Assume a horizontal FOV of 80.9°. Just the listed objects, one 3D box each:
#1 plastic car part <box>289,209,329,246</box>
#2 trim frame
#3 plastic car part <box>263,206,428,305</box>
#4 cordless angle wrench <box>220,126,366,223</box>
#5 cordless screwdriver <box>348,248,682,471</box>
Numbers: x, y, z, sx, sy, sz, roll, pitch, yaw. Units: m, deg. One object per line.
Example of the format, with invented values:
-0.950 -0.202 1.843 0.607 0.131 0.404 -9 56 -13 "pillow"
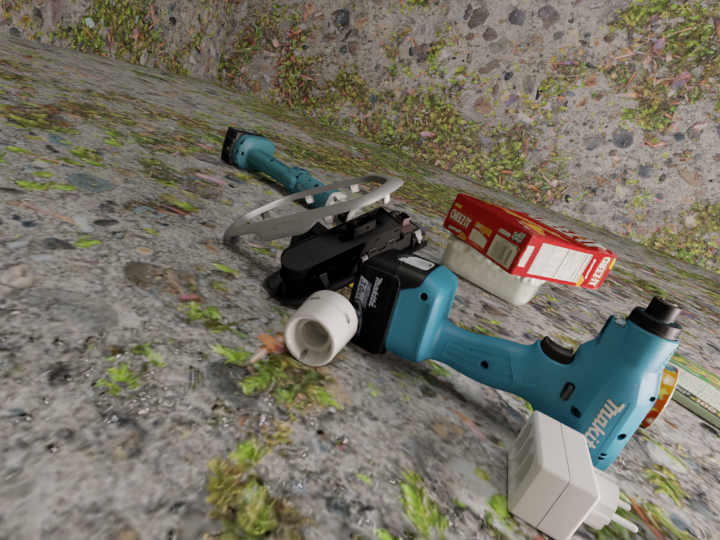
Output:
-0.057 -0.037 0.585 0.069 0.066 0.119 32 15 -12 "plastic car part"
-0.065 -0.083 0.554 0.256 0.027 0.183 -8 22 22 "trim frame"
-0.014 -0.024 0.483 0.199 0.065 0.070 -29 59 -21 "plastic car part"
-0.124 -0.177 0.845 0.445 0.074 0.094 35 26 31 "cordless angle wrench"
0.115 0.049 0.375 0.260 0.157 0.072 27 21 24 "cordless screwdriver"
